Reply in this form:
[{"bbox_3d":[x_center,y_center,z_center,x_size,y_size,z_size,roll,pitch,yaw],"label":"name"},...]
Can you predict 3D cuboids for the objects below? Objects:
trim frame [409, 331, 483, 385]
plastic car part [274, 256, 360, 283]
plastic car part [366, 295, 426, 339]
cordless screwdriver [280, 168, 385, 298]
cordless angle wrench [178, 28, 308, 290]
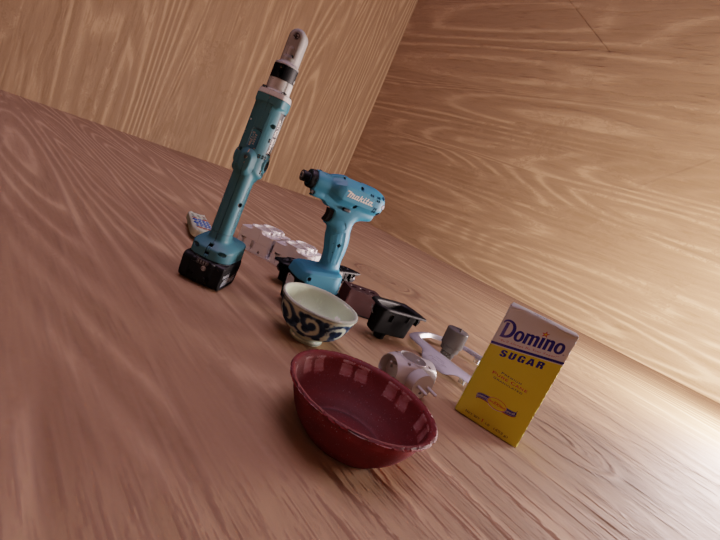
[{"bbox_3d":[0.197,0.178,0.788,0.175,0.027,0.262,15,13,-36],"label":"trim frame"},{"bbox_3d":[-0.100,0.007,0.900,0.192,0.067,0.070,14,14,-41],"label":"plastic car part"},{"bbox_3d":[0.052,0.093,0.783,0.110,0.071,0.070,15,13,-40],"label":"plastic car part"},{"bbox_3d":[-0.072,-0.047,0.733,0.152,0.248,0.078,18,11,-31],"label":"cordless screwdriver"},{"bbox_3d":[-0.175,-0.175,0.676,0.075,0.421,0.098,24,10,1],"label":"cordless angle wrench"}]
